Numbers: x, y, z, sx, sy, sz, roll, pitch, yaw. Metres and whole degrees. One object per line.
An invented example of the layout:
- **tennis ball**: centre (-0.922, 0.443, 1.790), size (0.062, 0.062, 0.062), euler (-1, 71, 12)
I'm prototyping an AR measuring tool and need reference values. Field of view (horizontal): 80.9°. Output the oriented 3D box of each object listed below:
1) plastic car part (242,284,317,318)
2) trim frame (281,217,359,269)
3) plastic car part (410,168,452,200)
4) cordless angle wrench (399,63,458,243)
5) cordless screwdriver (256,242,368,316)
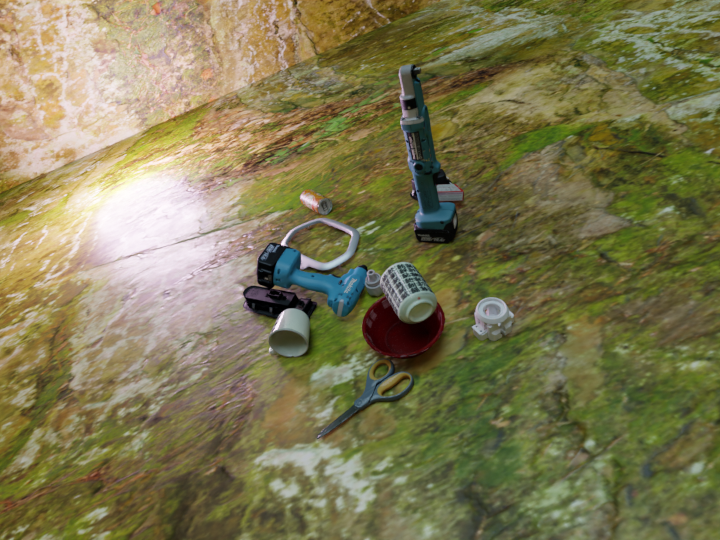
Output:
- **plastic car part**: centre (-0.210, 0.075, 1.018), size (0.212, 0.063, 0.067), euler (5, 53, 32)
- **trim frame**: centre (-0.113, -0.074, 1.159), size (0.263, 0.026, 0.182), euler (25, 58, 39)
- **plastic car part**: centre (0.193, -0.243, 1.167), size (0.117, 0.068, 0.068), euler (-14, 39, 5)
- **cordless angle wrench**: centre (0.138, -0.239, 0.925), size (0.102, 0.404, 0.074), euler (6, 46, 28)
- **cordless screwdriver**: centre (-0.110, 0.005, 0.994), size (0.256, 0.072, 0.159), euler (19, 41, 14)
